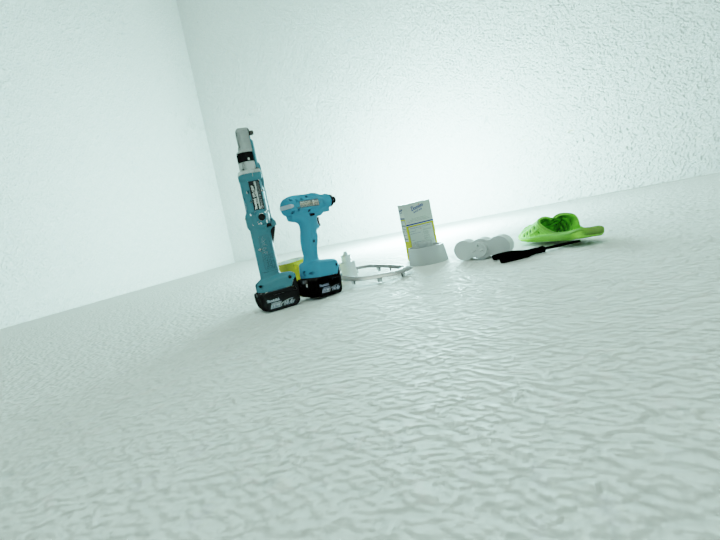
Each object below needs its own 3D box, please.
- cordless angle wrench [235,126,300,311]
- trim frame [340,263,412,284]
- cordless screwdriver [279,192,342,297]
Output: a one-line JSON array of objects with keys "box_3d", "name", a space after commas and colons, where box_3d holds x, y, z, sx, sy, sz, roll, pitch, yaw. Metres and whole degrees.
[{"box_3d": [-0.232, -0.120, 0.976, 0.095, 0.421, 0.077, -13, 3, -25], "name": "cordless angle wrench"}, {"box_3d": [0.025, 0.007, 1.129, 0.178, 0.027, 0.259, -16, 8, -31], "name": "trim frame"}, {"box_3d": [-0.100, -0.066, 1.028, 0.153, 0.247, 0.077, -16, 5, -44], "name": "cordless screwdriver"}]
